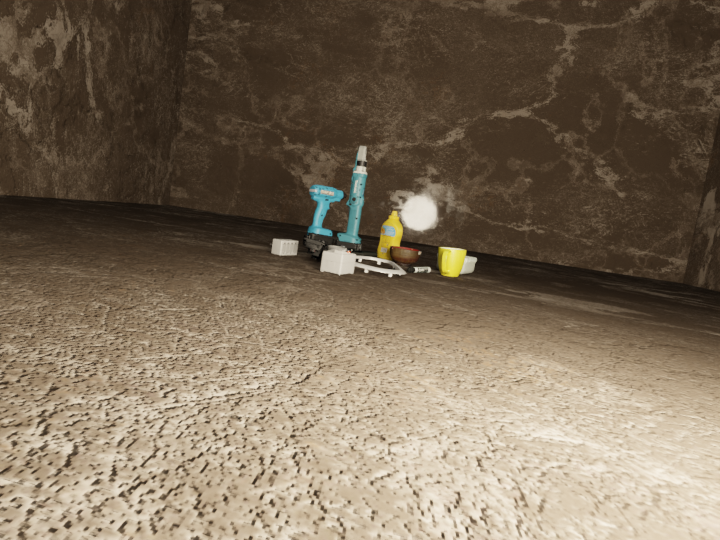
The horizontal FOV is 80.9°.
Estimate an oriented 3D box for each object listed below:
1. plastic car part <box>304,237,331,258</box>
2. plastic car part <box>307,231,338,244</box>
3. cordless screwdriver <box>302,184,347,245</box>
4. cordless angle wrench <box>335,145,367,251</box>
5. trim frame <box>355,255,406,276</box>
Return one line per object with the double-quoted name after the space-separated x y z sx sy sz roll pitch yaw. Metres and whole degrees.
-0.133 -0.071 1.352 0.067 0.067 0.201 9 7 4 "plastic car part"
-0.148 -0.097 1.517 0.111 0.070 0.069 3 8 -40 "plastic car part"
-0.137 -0.204 1.656 0.152 0.247 0.078 5 6 -34 "cordless screwdriver"
-0.018 -0.275 1.655 0.102 0.421 0.072 11 5 22 "cordless angle wrench"
0.047 -0.015 1.276 0.183 0.027 0.252 7 8 -6 "trim frame"
